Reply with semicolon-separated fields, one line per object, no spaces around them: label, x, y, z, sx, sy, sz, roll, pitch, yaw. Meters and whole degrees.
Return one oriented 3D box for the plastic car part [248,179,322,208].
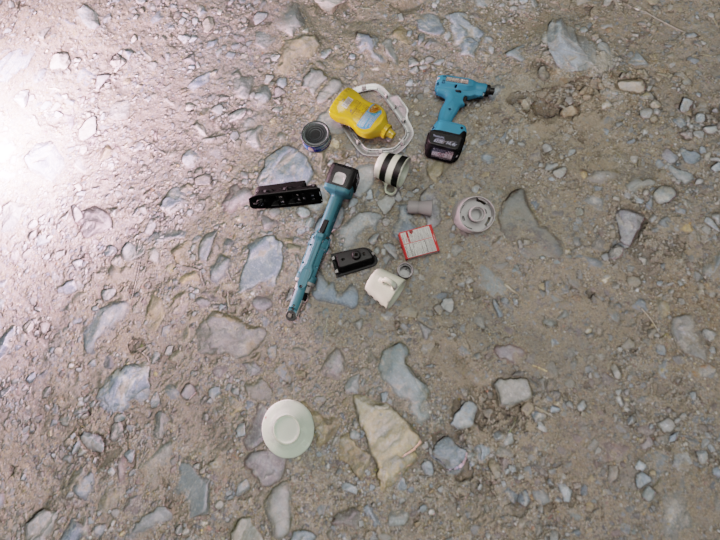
plastic car part;-0.209;-0.212;1.158;0.204;0.064;0.069;-9;66;4

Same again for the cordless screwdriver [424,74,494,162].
cordless screwdriver;0.267;-0.416;1.147;0.162;0.072;0.251;12;73;9

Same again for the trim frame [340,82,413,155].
trim frame;0.041;-0.431;1.202;0.184;0.027;0.256;-29;72;-2

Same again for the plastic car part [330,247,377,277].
plastic car part;-0.017;-0.031;1.082;0.117;0.069;0.067;-15;77;5

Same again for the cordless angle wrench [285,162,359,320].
cordless angle wrench;-0.108;-0.070;1.100;0.076;0.096;0.424;19;83;8
